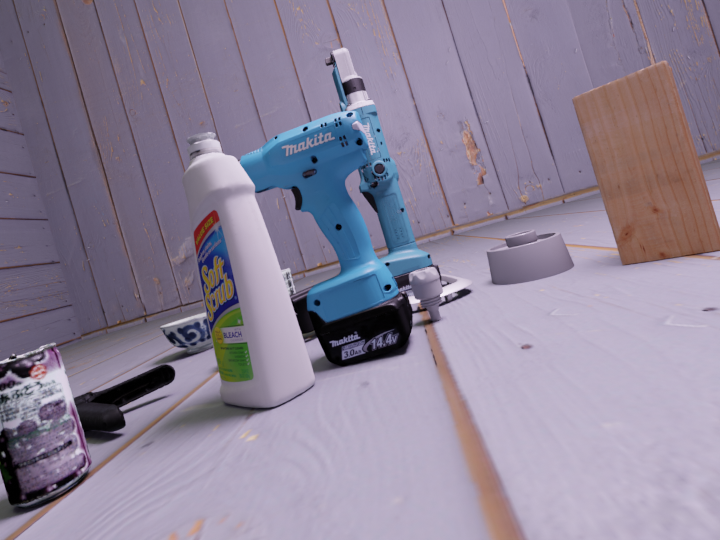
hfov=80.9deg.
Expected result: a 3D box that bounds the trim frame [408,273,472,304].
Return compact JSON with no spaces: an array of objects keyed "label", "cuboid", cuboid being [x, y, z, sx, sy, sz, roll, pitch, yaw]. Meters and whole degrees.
[{"label":"trim frame","cuboid":[0.076,0.034,0.683,0.182,0.027,0.251,-17,4,-8]}]

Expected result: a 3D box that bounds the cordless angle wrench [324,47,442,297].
[{"label":"cordless angle wrench","cuboid":[0.026,-0.158,0.686,0.098,0.423,0.074,-17,-1,0]}]

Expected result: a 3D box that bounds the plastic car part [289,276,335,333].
[{"label":"plastic car part","cuboid":[-0.064,0.057,0.621,0.112,0.071,0.068,-19,3,-41]}]

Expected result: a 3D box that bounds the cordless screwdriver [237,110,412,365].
[{"label":"cordless screwdriver","cuboid":[-0.044,-0.029,0.452,0.162,0.249,0.073,-16,-1,15]}]
